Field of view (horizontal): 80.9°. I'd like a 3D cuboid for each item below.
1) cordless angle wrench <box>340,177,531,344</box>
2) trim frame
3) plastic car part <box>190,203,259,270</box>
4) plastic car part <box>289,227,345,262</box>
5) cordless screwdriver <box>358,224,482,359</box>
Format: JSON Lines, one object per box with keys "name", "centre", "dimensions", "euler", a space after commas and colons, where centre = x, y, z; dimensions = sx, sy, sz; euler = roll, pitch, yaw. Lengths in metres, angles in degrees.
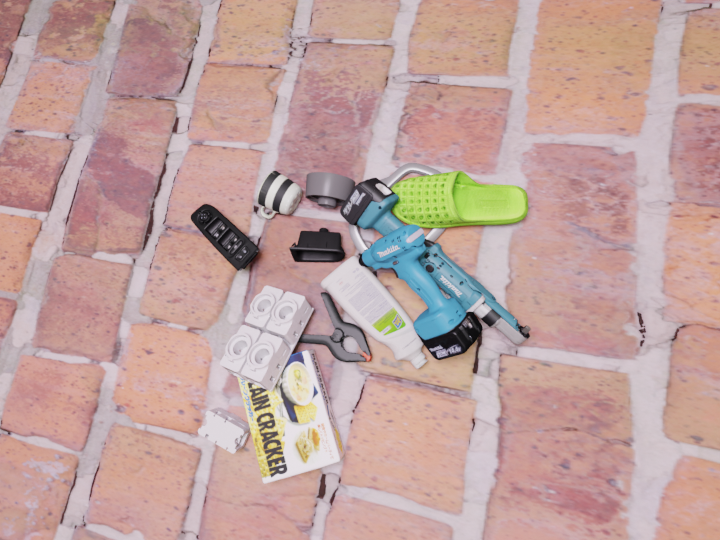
{"name": "cordless angle wrench", "centre": [0.143, -0.015, 0.822], "dimensions": [0.434, 0.072, 0.098], "euler": [43, 125, 14]}
{"name": "trim frame", "centre": [0.089, -0.123, 0.916], "dimensions": [0.190, 0.027, 0.248], "euler": [43, 90, 16]}
{"name": "plastic car part", "centre": [-0.305, -0.080, 0.962], "dimensions": [0.211, 0.064, 0.066], "euler": [40, 94, 20]}
{"name": "plastic car part", "centre": [-0.090, -0.059, 0.924], "dimensions": [0.118, 0.064, 0.072], "euler": [-1, 65, 7]}
{"name": "cordless screwdriver", "centre": [0.102, 0.044, 0.797], "dimensions": [0.072, 0.163, 0.249], "euler": [-32, 91, -40]}
